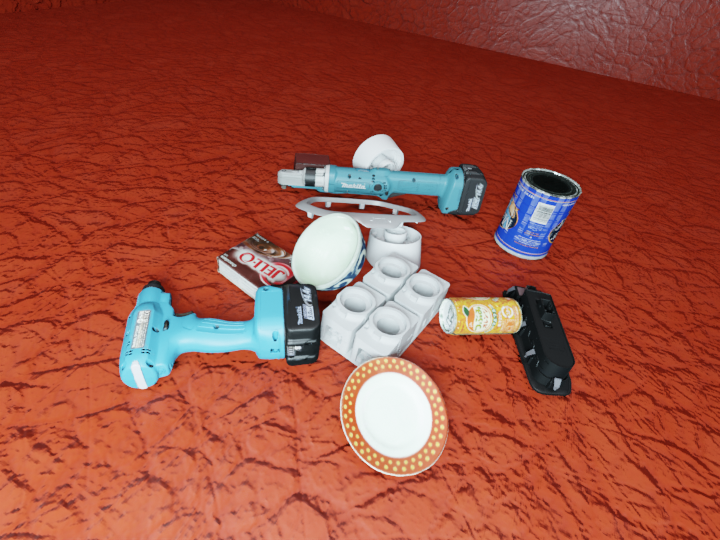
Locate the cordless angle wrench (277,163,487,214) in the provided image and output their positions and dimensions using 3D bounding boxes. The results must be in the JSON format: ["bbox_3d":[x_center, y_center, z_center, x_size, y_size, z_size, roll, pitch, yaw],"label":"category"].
[{"bbox_3d":[0.037,-0.184,0.886,0.424,0.095,0.076,5,36,1],"label":"cordless angle wrench"}]

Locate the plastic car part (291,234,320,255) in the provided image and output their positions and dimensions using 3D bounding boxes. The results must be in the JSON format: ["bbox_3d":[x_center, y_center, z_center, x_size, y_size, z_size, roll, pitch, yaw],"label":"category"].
[{"bbox_3d":[-0.070,-0.046,0.715,0.069,0.069,0.114,31,47,22],"label":"plastic car part"}]

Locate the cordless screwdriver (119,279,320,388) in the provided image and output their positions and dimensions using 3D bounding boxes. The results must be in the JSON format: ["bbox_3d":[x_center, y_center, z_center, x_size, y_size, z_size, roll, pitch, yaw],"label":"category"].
[{"bbox_3d":[-0.181,0.063,0.567,0.245,0.072,0.166,-6,41,-11],"label":"cordless screwdriver"}]

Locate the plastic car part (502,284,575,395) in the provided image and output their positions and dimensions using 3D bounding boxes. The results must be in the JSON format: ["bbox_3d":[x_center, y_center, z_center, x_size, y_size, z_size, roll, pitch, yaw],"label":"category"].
[{"bbox_3d":[0.267,0.088,0.618,0.066,0.066,0.207,16,42,-4],"label":"plastic car part"}]

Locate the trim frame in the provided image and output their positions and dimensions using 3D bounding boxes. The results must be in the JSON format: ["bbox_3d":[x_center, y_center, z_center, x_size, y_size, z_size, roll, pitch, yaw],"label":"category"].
[{"bbox_3d":[0.000,-0.109,0.787,0.240,0.027,0.193,1,18,-22],"label":"trim frame"}]
